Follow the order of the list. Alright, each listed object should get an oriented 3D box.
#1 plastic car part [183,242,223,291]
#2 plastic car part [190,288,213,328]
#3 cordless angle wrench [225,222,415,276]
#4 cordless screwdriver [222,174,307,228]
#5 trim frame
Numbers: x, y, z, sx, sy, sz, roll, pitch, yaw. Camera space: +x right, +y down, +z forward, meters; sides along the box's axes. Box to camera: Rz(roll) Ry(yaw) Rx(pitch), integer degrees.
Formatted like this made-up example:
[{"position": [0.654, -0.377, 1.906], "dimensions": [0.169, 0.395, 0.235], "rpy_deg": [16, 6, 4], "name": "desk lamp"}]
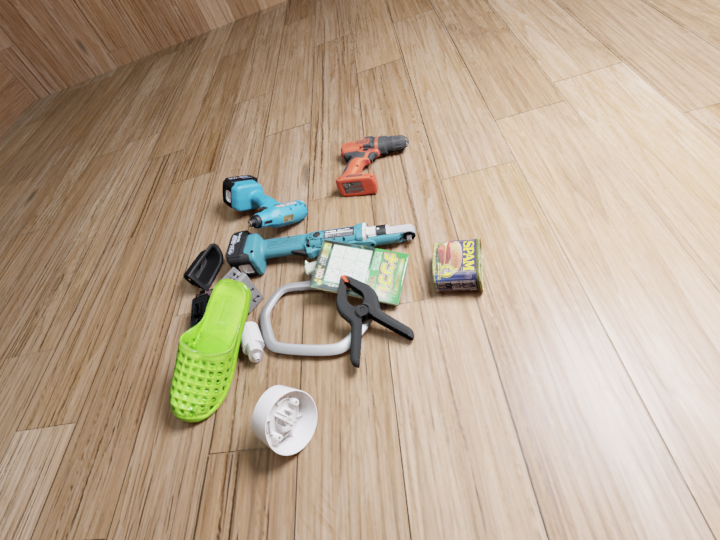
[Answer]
[{"position": [-0.391, -0.007, 1.039], "dimensions": [0.073, 0.063, 0.118], "rpy_deg": [-12, 43, 32], "name": "plastic car part"}, {"position": [-0.334, 0.113, 0.906], "dimensions": [0.066, 0.064, 0.212], "rpy_deg": [-17, 49, -2], "name": "plastic car part"}, {"position": [-0.092, -0.060, 0.942], "dimensions": [0.433, 0.071, 0.100], "rpy_deg": [-7, 49, 16], "name": "cordless angle wrench"}, {"position": [-0.271, -0.170, 1.073], "dimensions": [0.154, 0.073, 0.263], "rpy_deg": [-22, 38, -40], "name": "cordless screwdriver"}, {"position": [-0.090, 0.086, 0.842], "dimensions": [0.257, 0.026, 0.188], "rpy_deg": [-5, 51, 22], "name": "trim frame"}]
